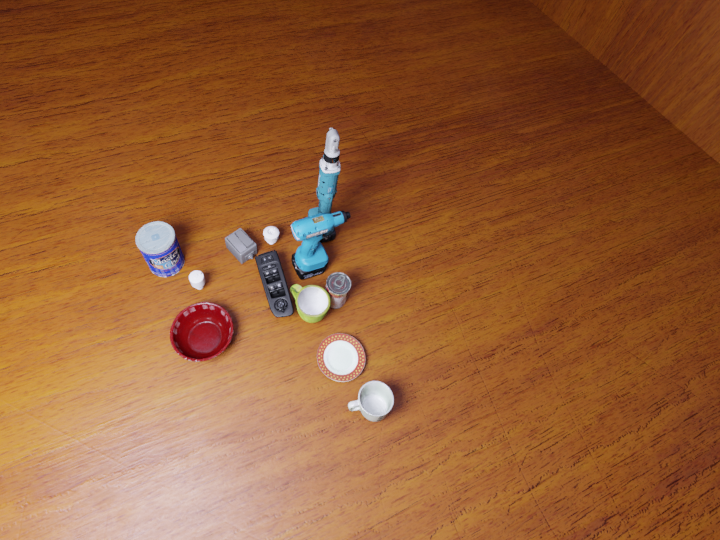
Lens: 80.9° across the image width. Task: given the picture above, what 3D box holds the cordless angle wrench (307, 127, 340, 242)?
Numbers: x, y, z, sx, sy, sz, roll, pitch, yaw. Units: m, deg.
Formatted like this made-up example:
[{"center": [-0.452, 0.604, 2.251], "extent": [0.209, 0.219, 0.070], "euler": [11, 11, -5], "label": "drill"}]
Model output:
[{"center": [-0.095, -0.221, 1.169], "extent": [0.073, 0.415, 0.101], "euler": [-10, 63, -16], "label": "cordless angle wrench"}]

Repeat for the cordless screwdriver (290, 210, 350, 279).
[{"center": [-0.115, -0.075, 1.179], "extent": [0.156, 0.244, 0.077], "euler": [-19, 66, -19], "label": "cordless screwdriver"}]

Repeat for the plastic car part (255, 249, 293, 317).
[{"center": [-0.243, 0.046, 1.198], "extent": [0.065, 0.066, 0.211], "euler": [-15, 62, -16], "label": "plastic car part"}]
